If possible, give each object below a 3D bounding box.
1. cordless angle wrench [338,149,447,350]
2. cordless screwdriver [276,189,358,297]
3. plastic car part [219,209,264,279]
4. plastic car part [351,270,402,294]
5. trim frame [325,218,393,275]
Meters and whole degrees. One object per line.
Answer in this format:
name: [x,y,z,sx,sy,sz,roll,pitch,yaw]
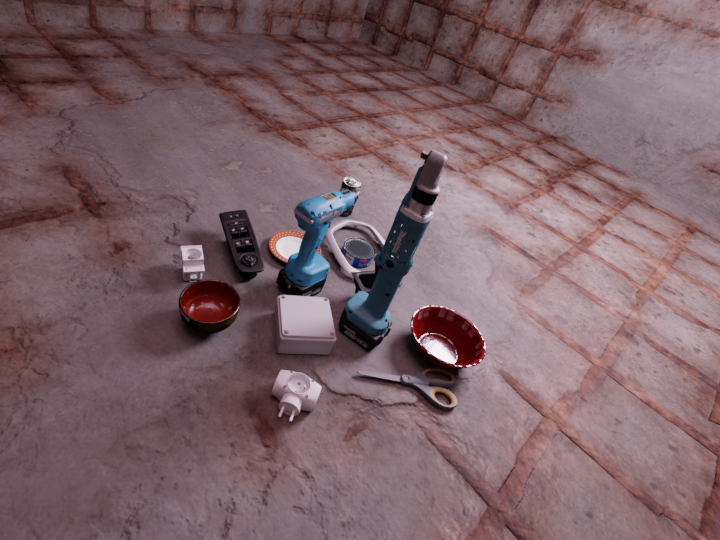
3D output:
cordless angle wrench: [0.062,-0.022,0.766,0.101,0.417,0.073,35,40,17]
cordless screwdriver: [-0.087,-0.057,0.893,0.078,0.245,0.155,39,42,22]
plastic car part: [-0.274,-0.055,0.968,0.064,0.066,0.214,-6,43,-28]
plastic car part: [0.035,0.042,0.957,0.112,0.070,0.069,-3,43,-24]
trim frame: [0.008,-0.053,1.097,0.178,0.027,0.261,-6,44,-26]
